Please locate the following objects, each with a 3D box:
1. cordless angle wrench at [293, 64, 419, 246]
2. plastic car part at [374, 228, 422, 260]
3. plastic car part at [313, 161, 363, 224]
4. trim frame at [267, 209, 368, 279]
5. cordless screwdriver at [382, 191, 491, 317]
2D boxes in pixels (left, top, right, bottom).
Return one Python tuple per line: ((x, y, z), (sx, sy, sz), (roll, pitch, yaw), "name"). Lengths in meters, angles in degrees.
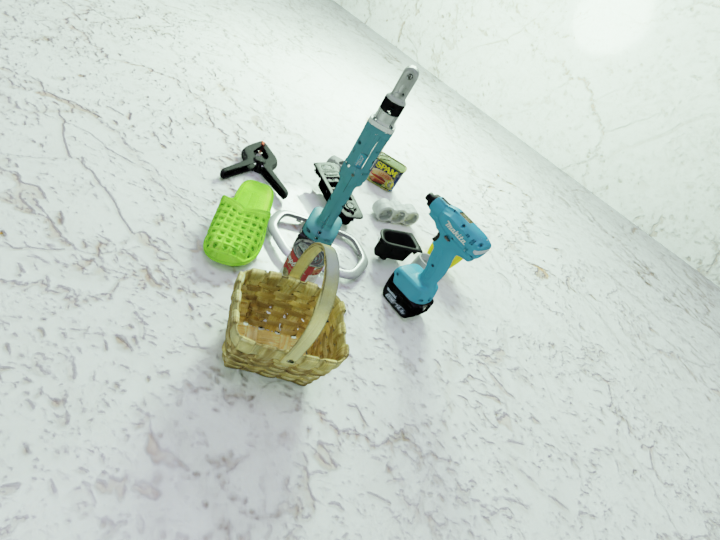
((-0.011, -0.193, 0.817), (0.074, 0.423, 0.099), (30, 36, -7), "cordless angle wrench")
((0.077, -0.054, 1.011), (0.111, 0.071, 0.069), (6, 44, -31), "plastic car part")
((-0.064, -0.192, 1.077), (0.063, 0.067, 0.213), (-1, 47, -38), "plastic car part")
((-0.092, -0.060, 0.937), (0.241, 0.027, 0.190), (17, 39, -18), "trim frame")
((0.134, -0.027, 0.869), (0.071, 0.248, 0.166), (-8, 53, -43), "cordless screwdriver")
